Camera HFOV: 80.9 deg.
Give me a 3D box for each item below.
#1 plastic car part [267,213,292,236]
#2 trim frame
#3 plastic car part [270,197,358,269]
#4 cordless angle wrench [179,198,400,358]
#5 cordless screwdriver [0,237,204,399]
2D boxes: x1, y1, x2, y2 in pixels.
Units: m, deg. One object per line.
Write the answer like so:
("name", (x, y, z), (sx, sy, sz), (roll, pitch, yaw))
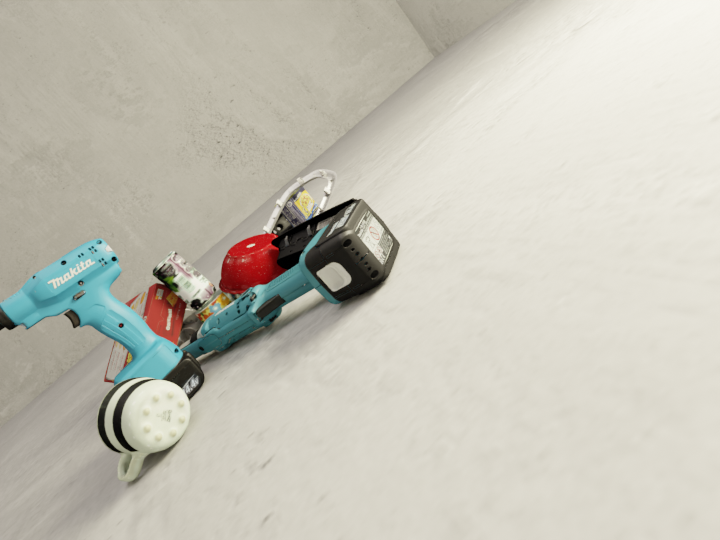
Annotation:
("plastic car part", (-0.214, -0.130, 1.162), (0.116, 0.066, 0.071), (-50, 3, -20))
("trim frame", (-0.135, -0.122, 0.900), (0.193, 0.026, 0.250), (-1, 56, 40))
("plastic car part", (-0.063, -0.041, 0.644), (0.211, 0.063, 0.068), (-13, 59, 43))
("cordless angle wrench", (-0.139, 0.051, 0.575), (0.433, 0.072, 0.098), (-30, 19, 34))
("cordless screwdriver", (-0.333, 0.098, 0.551), (0.157, 0.244, 0.077), (-41, 13, -27))
